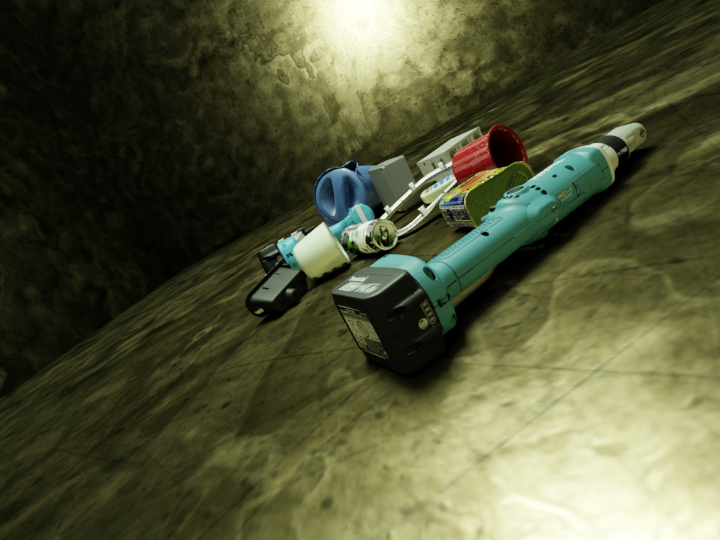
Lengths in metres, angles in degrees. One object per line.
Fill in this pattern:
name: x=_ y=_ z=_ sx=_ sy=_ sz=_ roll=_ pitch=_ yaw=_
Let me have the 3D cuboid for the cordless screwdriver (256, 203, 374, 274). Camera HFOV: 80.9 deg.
cordless screwdriver: x=-0.087 y=-0.057 z=0.886 sx=0.249 sy=0.075 sz=0.158 roll=-28 pitch=-1 yaw=1

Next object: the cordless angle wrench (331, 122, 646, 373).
cordless angle wrench: x=0.165 y=-0.057 z=0.429 sx=0.416 sy=0.073 sz=0.101 roll=-34 pitch=14 yaw=-20

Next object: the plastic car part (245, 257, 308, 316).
plastic car part: x=-0.132 y=0.036 z=0.722 sx=0.074 sy=0.064 sz=0.115 roll=-4 pitch=31 yaw=34

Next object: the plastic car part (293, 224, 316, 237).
plastic car part: x=-0.159 y=-0.065 z=1.085 sx=0.203 sy=0.065 sz=0.068 roll=-33 pitch=19 yaw=1

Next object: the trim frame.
trim frame: x=0.115 y=-0.139 z=0.790 sx=0.247 sy=0.027 sz=0.191 roll=-43 pitch=20 yaw=-12
